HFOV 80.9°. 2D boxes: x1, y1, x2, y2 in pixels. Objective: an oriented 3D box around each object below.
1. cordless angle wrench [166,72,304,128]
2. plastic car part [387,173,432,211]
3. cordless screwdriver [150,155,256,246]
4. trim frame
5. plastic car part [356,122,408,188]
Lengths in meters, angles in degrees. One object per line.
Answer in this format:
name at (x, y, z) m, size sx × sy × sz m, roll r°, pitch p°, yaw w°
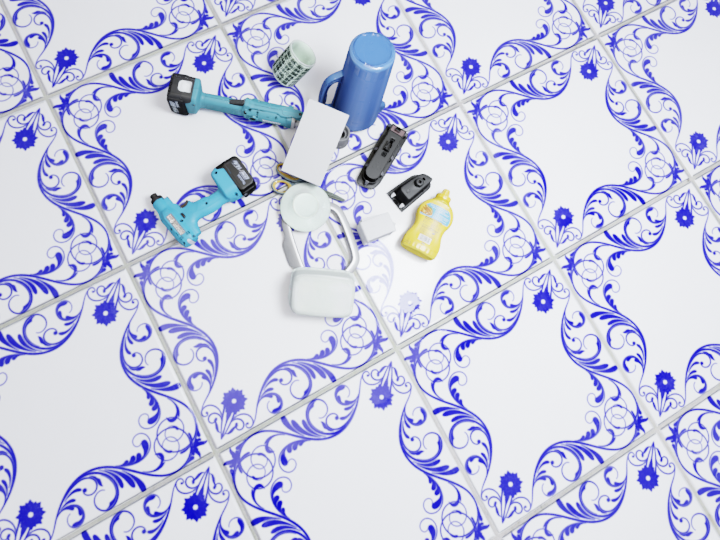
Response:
cordless angle wrench at (-0.280, -0.422, 1.108) m, size 0.417 × 0.098 × 0.075 m, roll 9°, pitch 81°, yaw -8°
plastic car part at (0.140, -0.218, 1.111) m, size 0.116 × 0.071 × 0.066 m, roll -38°, pitch 90°, yaw -7°
cordless screwdriver at (-0.395, -0.193, 1.064) m, size 0.248 × 0.074 × 0.160 m, roll -41°, pitch 87°, yaw -6°
trim frame at (-0.106, -0.070, 1.089) m, size 0.182 × 0.027 × 0.251 m, roll -20°, pitch 84°, yaw -9°
plastic car part at (0.063, -0.306, 1.126) m, size 0.065 × 0.068 × 0.203 m, roll 32°, pitch 82°, yaw -9°
